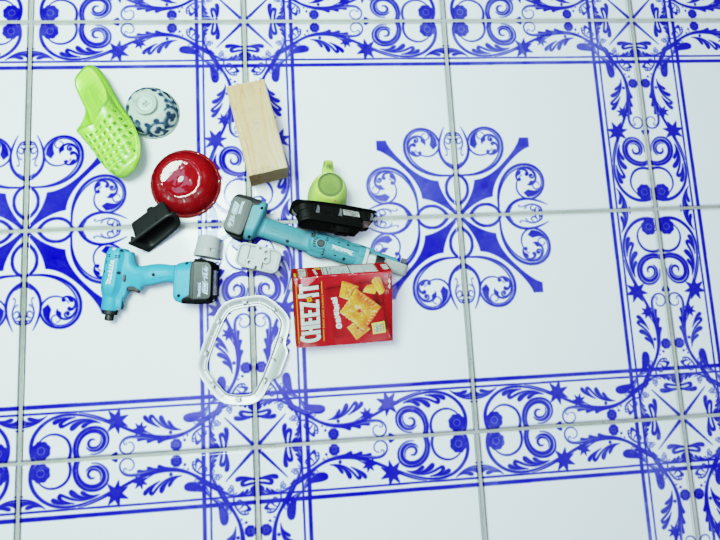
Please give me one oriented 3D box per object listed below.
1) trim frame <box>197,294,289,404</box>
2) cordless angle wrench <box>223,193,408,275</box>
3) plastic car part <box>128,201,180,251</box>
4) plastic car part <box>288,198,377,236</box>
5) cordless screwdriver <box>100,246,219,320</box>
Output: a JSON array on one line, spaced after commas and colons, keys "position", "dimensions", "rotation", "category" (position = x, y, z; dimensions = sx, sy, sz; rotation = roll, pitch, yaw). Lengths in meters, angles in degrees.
[{"position": [-0.257, 0.175, 0.942], "dimensions": [0.183, 0.027, 0.249], "rotation": [21, 81, -2], "category": "trim frame"}, {"position": [-0.094, -0.061, 0.957], "dimensions": [0.420, 0.074, 0.098], "rotation": [18, 83, -4], "category": "cordless angle wrench"}, {"position": [-0.458, -0.106, 0.937], "dimensions": [0.117, 0.063, 0.074], "rotation": [-39, 68, 4], "category": "plastic car part"}, {"position": [-0.062, -0.109, 0.923], "dimensions": [0.195, 0.067, 0.069], "rotation": [10, 63, -25], "category": "plastic car part"}, {"position": [-0.440, 0.039, 0.922], "dimensions": [0.249, 0.074, 0.160], "rotation": [5, 85, 0], "category": "cordless screwdriver"}]
